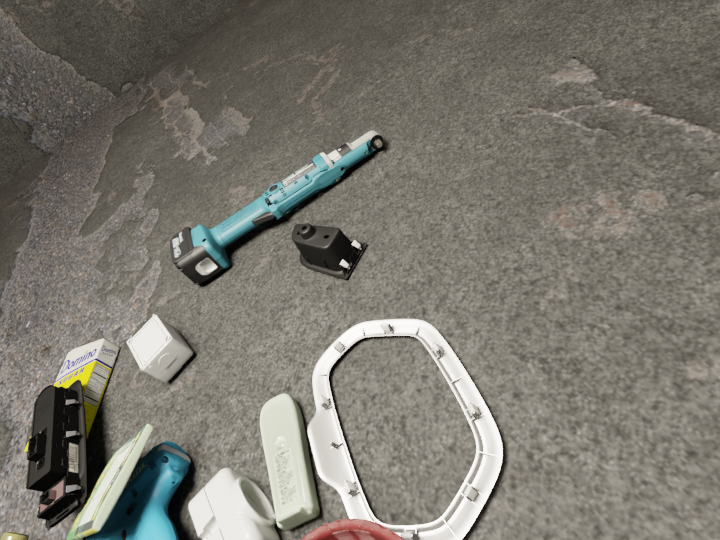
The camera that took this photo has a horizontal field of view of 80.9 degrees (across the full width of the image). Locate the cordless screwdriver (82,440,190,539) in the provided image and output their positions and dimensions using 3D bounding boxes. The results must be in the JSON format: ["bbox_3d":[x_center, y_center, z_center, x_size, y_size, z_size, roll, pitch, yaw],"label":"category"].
[{"bbox_3d":[-0.226,0.316,0.429,0.159,0.070,0.262,-48,36,-7],"label":"cordless screwdriver"}]

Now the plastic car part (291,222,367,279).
[{"bbox_3d":[-0.062,-0.040,0.633,0.123,0.067,0.066,14,62,36],"label":"plastic car part"}]

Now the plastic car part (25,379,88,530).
[{"bbox_3d":[-0.425,0.237,0.587,0.066,0.063,0.214,-44,43,4],"label":"plastic car part"}]

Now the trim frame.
[{"bbox_3d":[0.031,0.152,0.446,0.185,0.026,0.261,-32,46,7],"label":"trim frame"}]

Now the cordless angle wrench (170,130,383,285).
[{"bbox_3d":[-0.144,-0.127,0.760,0.423,0.070,0.103,-33,44,2],"label":"cordless angle wrench"}]
